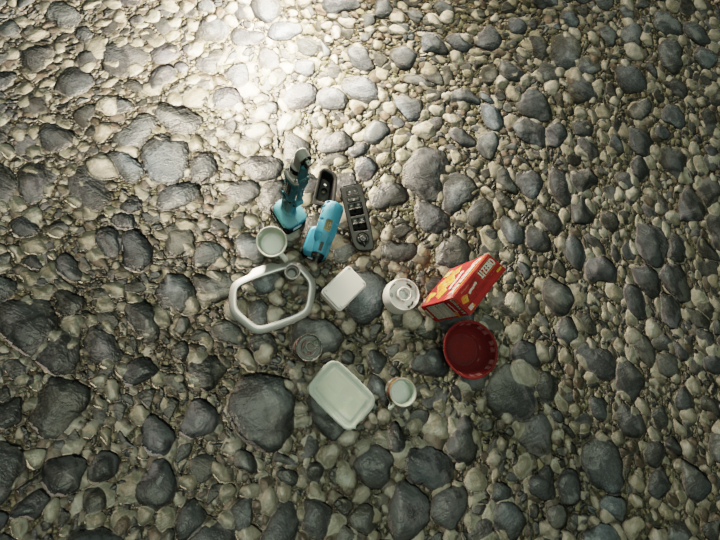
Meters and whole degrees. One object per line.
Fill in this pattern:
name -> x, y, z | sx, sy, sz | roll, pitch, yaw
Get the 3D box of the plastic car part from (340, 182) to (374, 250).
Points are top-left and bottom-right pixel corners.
plastic car part -> -0.012, -0.150, 1.247 | 0.065, 0.067, 0.206 | -11, 77, -14

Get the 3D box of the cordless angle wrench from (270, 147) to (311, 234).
cordless angle wrench -> -0.166, -0.197, 1.051 | 0.073, 0.424, 0.099 | -32, 87, -18

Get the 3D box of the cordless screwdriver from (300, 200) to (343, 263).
cordless screwdriver -> -0.109, -0.071, 1.116 | 0.073, 0.249, 0.160 | 20, 74, -9

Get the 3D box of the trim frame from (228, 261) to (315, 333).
trim frame -> -0.242, 0.069, 1.174 | 0.245, 0.027, 0.187 | -21, 79, -13

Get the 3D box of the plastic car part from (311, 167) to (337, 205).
plastic car part -> -0.106, -0.236, 1.254 | 0.065, 0.071, 0.118 | 11, 74, -9
